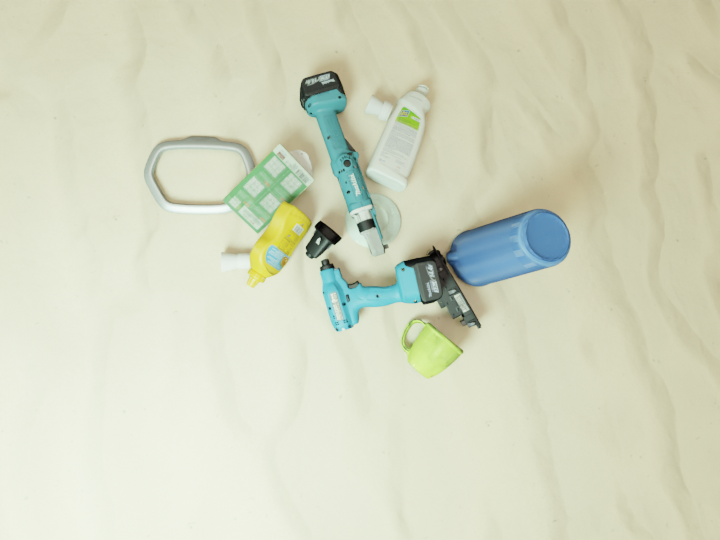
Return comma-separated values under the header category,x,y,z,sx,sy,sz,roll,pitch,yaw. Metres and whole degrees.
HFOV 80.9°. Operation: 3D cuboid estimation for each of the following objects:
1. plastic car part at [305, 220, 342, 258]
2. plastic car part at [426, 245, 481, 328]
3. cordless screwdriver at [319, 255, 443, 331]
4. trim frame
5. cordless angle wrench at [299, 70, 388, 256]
category,x,y,z,sx,sy,sz,roll,pitch,yaw
plastic car part,-0.089,-0.058,0.913,0.066,0.116,0.071,38,105,-4
plastic car part,0.194,0.040,0.943,0.068,0.065,0.204,-26,86,16
cordless screwdriver,0.039,0.023,0.906,0.252,0.073,0.160,-17,85,9
trim frame,-0.359,-0.217,0.951,0.247,0.027,0.185,-1,84,-2
cordless angle wrench,-0.031,-0.232,0.942,0.097,0.074,0.428,-18,83,-8
